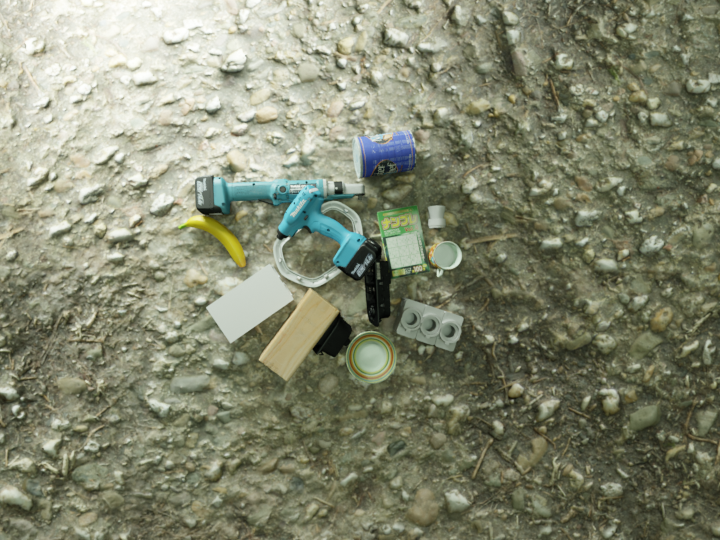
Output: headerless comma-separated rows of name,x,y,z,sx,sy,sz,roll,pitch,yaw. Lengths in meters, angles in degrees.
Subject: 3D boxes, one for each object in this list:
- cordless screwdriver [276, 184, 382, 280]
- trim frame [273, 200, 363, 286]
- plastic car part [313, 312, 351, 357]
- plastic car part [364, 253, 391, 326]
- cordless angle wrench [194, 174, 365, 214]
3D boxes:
cordless screwdriver,-0.082,-0.073,1.028,0.252,0.073,0.160,41,111,6
trim frame,-0.106,-0.070,1.088,0.248,0.027,0.185,-36,86,-1
plastic car part,-0.062,0.171,1.067,0.069,0.068,0.116,41,83,-18
plastic car part,0.044,0.039,1.075,0.064,0.069,0.204,2,86,-30
cordless angle wrench,-0.198,-0.199,1.073,0.420,0.075,0.098,-3,89,-4
